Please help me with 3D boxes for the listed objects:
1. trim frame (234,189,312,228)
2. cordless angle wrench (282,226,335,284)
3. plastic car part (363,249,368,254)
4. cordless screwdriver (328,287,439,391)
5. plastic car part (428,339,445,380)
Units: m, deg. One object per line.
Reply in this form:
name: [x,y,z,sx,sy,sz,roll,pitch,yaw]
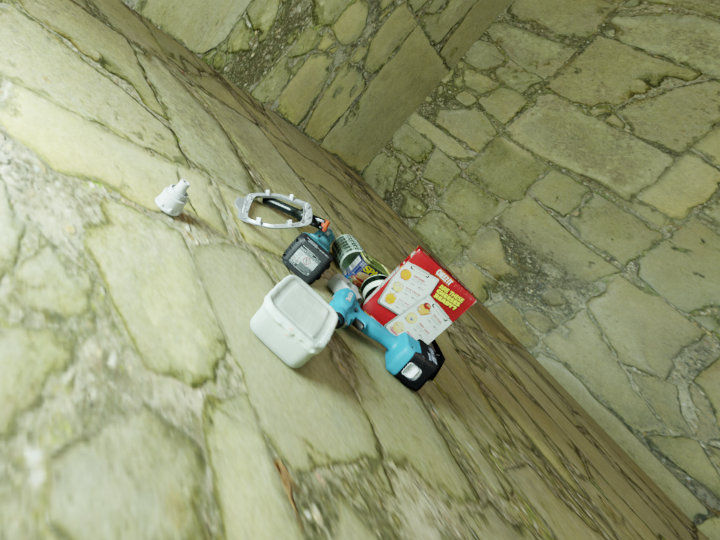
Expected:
trim frame: [-0.206,-0.150,1.010,0.182,0.027,0.256,5,27,-7]
cordless angle wrench: [-0.107,-0.070,1.095,0.097,0.074,0.425,40,12,-7]
plastic car part: [0.027,0.009,1.241,0.121,0.066,0.068,51,2,18]
cordless screwdriver: [0.037,0.140,0.851,0.249,0.074,0.158,38,15,0]
plastic car part: [0.143,0.179,1.047,0.066,0.065,0.208,13,23,-10]
